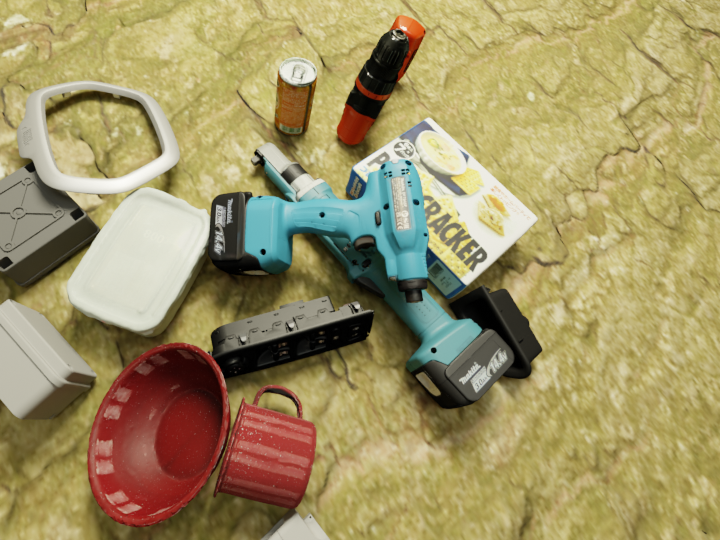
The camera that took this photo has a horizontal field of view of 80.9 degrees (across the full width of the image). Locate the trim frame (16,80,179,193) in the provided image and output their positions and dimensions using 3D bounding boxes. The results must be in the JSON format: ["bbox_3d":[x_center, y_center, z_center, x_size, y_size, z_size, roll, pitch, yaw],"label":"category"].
[{"bbox_3d":[-0.346,-0.183,0.560,0.178,0.027,0.260,-16,58,-30],"label":"trim frame"}]

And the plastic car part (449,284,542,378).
[{"bbox_3d":[0.183,0.071,0.539,0.069,0.066,0.119,-23,75,-34],"label":"plastic car part"}]

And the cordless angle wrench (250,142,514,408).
[{"bbox_3d":[0.000,-0.022,0.547,0.097,0.073,0.436,-36,73,-20],"label":"cordless angle wrench"}]

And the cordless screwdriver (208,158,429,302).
[{"bbox_3d":[-0.048,-0.031,0.492,0.253,0.072,0.162,-8,77,11],"label":"cordless screwdriver"}]

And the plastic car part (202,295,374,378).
[{"bbox_3d":[-0.088,0.072,0.494,0.199,0.065,0.070,-18,62,-16],"label":"plastic car part"}]
